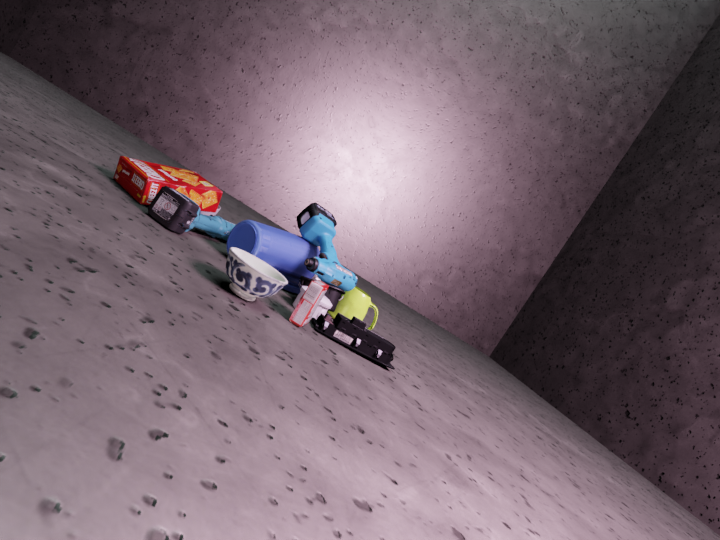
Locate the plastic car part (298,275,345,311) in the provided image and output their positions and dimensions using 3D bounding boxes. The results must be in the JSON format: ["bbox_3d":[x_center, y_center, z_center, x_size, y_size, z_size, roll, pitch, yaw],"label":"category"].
[{"bbox_3d":[-0.099,0.064,1.005,0.116,0.071,0.066,21,-13,-3],"label":"plastic car part"}]

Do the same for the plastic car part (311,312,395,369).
[{"bbox_3d":[-0.005,0.141,0.895,0.198,0.067,0.068,35,-5,-14],"label":"plastic car part"}]

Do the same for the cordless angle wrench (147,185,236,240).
[{"bbox_3d":[-0.379,-0.116,1.102,0.101,0.074,0.411,34,1,11],"label":"cordless angle wrench"}]

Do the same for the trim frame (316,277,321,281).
[{"bbox_3d":[-0.113,0.029,1.312,0.192,0.027,0.238,31,-18,23],"label":"trim frame"}]

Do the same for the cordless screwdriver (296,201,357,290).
[{"bbox_3d":[-0.104,-0.068,1.062,0.150,0.075,0.260,28,29,-44],"label":"cordless screwdriver"}]
